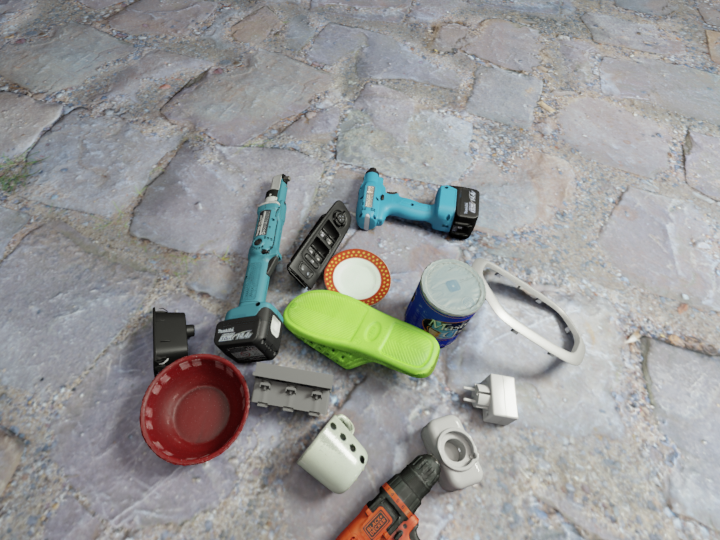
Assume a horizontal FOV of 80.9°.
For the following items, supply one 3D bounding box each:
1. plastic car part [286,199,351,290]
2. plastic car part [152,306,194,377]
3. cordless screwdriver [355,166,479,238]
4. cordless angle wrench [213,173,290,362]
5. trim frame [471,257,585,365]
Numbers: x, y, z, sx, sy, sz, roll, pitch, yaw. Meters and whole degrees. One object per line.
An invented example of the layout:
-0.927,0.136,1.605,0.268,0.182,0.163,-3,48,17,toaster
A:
-0.082,-0.054,0.838,0.064,0.069,0.203,43,60,-19,plastic car part
-0.321,0.112,0.725,0.069,0.065,0.121,1,52,-23,plastic car part
0.119,-0.152,0.907,0.252,0.072,0.162,6,56,6,cordless screwdriver
-0.184,-0.038,0.814,0.100,0.070,0.435,-12,50,16,cordless angle wrench
0.292,0.067,0.738,0.245,0.027,0.186,29,36,-7,trim frame
